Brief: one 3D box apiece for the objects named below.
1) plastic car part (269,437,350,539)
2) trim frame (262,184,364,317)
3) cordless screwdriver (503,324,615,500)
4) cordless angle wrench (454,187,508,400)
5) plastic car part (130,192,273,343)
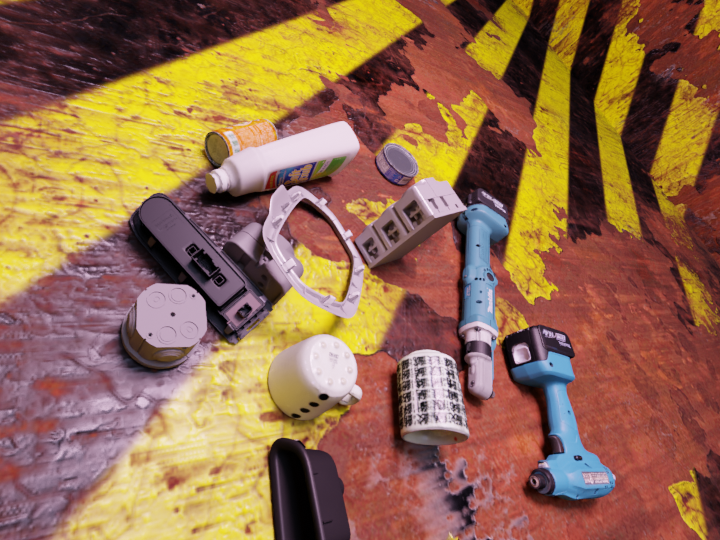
[{"bbox_3d":[-0.044,0.227,0.419,0.067,0.067,0.121,24,42,-43],"label":"plastic car part"},{"bbox_3d":[-0.056,-0.037,0.577,0.180,0.028,0.251,46,25,-14],"label":"trim frame"},{"bbox_3d":[0.291,0.213,0.659,0.152,0.075,0.256,13,56,-29],"label":"cordless screwdriver"},{"bbox_3d":[0.211,0.023,0.750,0.095,0.075,0.429,29,48,-16],"label":"cordless angle wrench"},{"bbox_3d":[-0.189,-0.012,0.483,0.066,0.066,0.206,-43,83,-16],"label":"plastic car part"}]
